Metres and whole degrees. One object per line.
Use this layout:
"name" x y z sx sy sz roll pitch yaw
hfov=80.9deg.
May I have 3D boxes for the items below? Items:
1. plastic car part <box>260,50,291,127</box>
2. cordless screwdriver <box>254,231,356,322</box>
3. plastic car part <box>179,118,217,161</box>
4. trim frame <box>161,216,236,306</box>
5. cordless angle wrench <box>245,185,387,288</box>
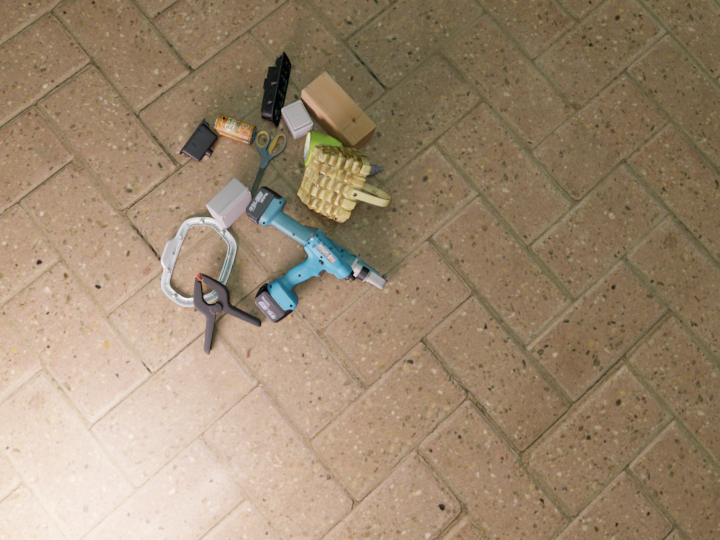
"plastic car part" -0.242 -0.505 1.185 0.068 0.065 0.204 5 83 5
"cordless screwdriver" -0.143 0.036 1.092 0.249 0.075 0.157 -43 99 7
"plastic car part" -0.436 -0.348 1.164 0.069 0.068 0.116 33 86 -16
"trim frame" -0.440 -0.024 1.138 0.184 0.027 0.249 18 85 1
"cordless angle wrench" -0.111 -0.073 1.138 0.422 0.074 0.098 33 83 -1
